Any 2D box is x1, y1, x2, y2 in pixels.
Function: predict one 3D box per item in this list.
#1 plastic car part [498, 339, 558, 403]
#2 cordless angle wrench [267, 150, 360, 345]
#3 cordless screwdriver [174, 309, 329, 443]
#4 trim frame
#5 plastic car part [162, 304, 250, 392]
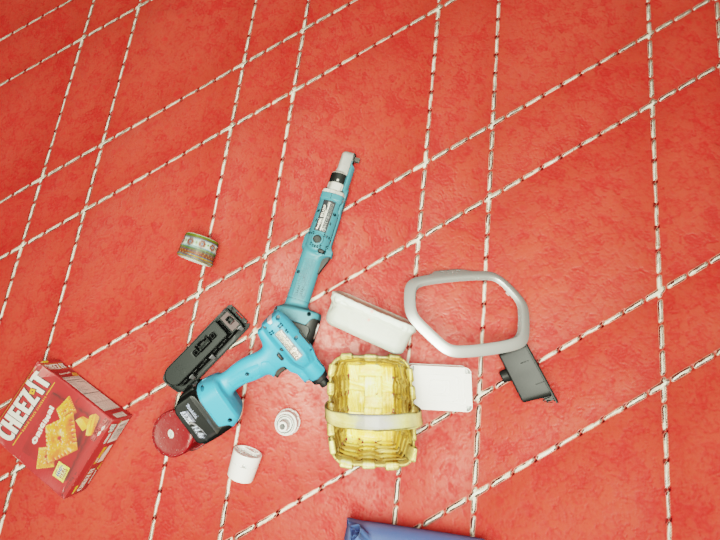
[{"bbox_3d":[0.293,0.188,0.765,0.072,0.063,0.120,-30,73,13],"label":"plastic car part"},{"bbox_3d":[-0.084,-0.055,0.861,0.100,0.073,0.426,15,77,7],"label":"cordless angle wrench"},{"bbox_3d":[-0.188,0.204,0.746,0.248,0.075,0.157,-39,97,-1],"label":"cordless screwdriver"},{"bbox_3d":[0.196,0.069,0.771,0.243,0.027,0.192,-7,55,-15],"label":"trim frame"},{"bbox_3d":[-0.316,0.162,0.844,0.067,0.066,0.203,43,88,4],"label":"plastic car part"}]
